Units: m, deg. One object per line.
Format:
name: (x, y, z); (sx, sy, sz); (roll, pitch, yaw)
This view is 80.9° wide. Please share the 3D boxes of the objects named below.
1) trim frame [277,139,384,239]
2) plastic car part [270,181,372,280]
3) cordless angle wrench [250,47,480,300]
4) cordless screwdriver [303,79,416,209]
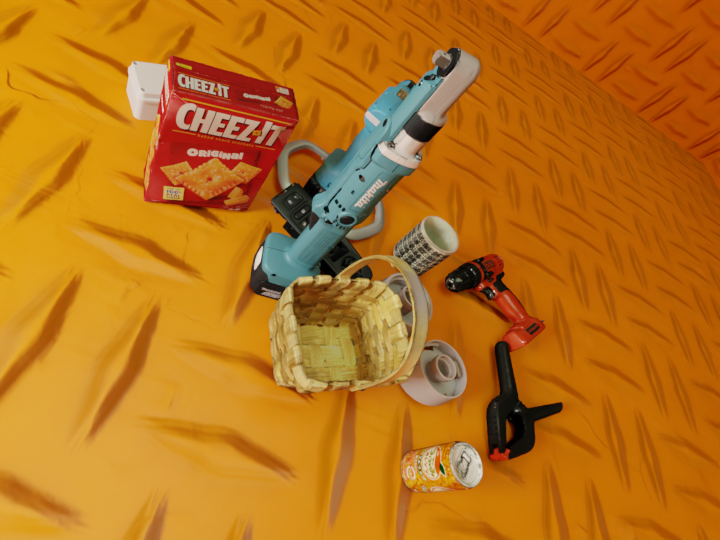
trim frame: (-0.054, -0.155, 0.805); (0.245, 0.028, 0.185); (34, 48, -8)
plastic car part: (-0.068, -0.044, 0.693); (0.204, 0.068, 0.065); (46, 47, 2)
cordless angle wrench: (-0.018, -0.080, 0.504); (0.094, 0.428, 0.076); (20, 53, -25)
cordless screwdriver: (0.003, -0.215, 0.729); (0.073, 0.252, 0.159); (39, 48, -9)
